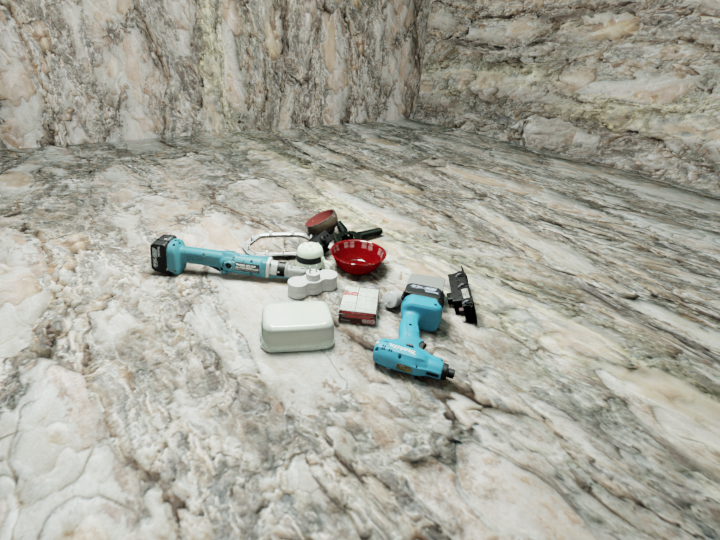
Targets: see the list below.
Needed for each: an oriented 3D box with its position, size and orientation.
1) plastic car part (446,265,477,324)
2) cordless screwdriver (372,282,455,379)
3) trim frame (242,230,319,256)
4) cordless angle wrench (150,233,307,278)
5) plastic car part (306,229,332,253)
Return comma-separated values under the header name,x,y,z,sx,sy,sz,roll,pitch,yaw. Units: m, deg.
name,x,y,z,sx,sy,sz,roll,pitch,yaw
plastic car part,0.254,0.059,1.073,0.069,0.064,0.205,-17,25,19
cordless screwdriver,0.138,0.132,0.916,0.165,0.072,0.247,12,34,17
trim frame,-0.246,-0.085,1.334,0.246,0.027,0.191,0,30,-8
cordless angle wrench,-0.354,-0.022,1.153,0.426,0.096,0.075,8,24,4
plastic car part,-0.124,-0.081,1.267,0.066,0.072,0.115,45,35,-1
